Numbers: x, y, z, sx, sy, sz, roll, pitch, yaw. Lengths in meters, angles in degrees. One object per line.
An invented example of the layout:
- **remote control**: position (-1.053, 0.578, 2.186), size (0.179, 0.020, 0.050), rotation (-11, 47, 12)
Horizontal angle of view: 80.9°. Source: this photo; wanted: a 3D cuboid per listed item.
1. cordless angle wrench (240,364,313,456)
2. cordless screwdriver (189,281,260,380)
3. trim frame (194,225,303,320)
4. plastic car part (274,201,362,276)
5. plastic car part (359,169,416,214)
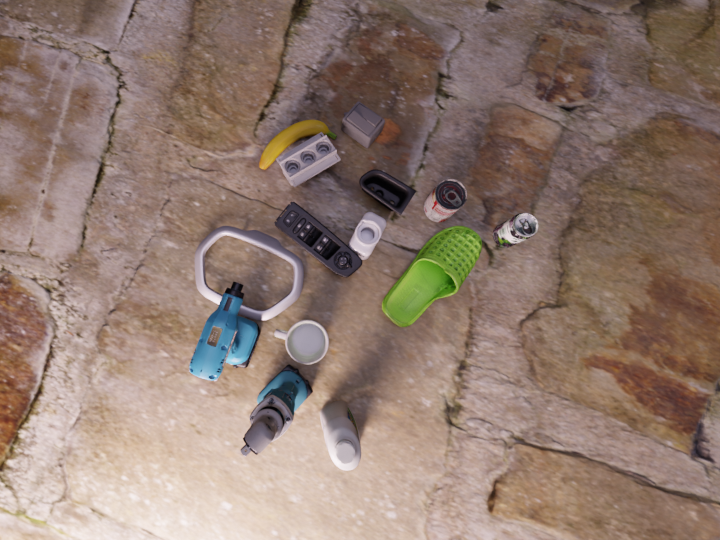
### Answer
- **cordless angle wrench**: position (-0.133, 0.218, 0.674), size (0.097, 0.420, 0.075), rotation (-44, 87, -10)
- **cordless screwdriver**: position (-0.237, 0.110, 0.786), size (0.074, 0.247, 0.160), rotation (19, 79, -2)
- **trim frame**: position (-0.244, 0.001, 0.921), size (0.251, 0.027, 0.185), rotation (22, 78, 4)
- **plastic car part**: position (-0.089, -0.059, 0.915), size (0.206, 0.066, 0.066), rotation (38, 80, 7)
- **plastic car part**: position (0.052, -0.172, 0.939), size (0.118, 0.070, 0.066), rotation (33, 79, 5)
